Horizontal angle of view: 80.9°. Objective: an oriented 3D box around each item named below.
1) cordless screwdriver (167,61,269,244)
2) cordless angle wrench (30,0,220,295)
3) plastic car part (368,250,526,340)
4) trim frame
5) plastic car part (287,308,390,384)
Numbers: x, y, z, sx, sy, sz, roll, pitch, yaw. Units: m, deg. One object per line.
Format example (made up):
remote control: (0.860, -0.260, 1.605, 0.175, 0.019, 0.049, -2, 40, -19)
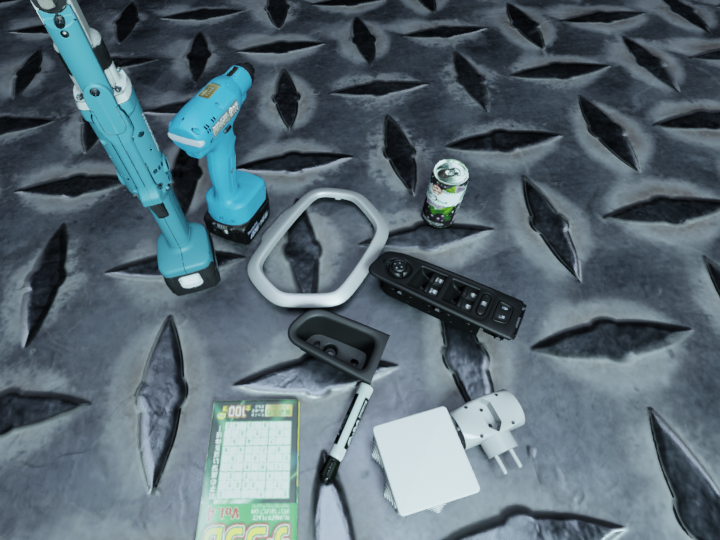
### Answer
cordless screwdriver: (-0.184, -0.162, 0.617, 0.076, 0.241, 0.160, 19, 58, 9)
cordless angle wrench: (-0.247, -0.113, 0.484, 0.073, 0.410, 0.102, -15, 59, -12)
plastic car part: (0.109, 0.034, 0.577, 0.210, 0.065, 0.066, 27, 60, 18)
trim frame: (-0.064, -0.042, 0.659, 0.190, 0.027, 0.248, 23, 60, 17)
plastic car part: (-0.031, 0.098, 0.537, 0.120, 0.069, 0.066, 21, 59, 14)
